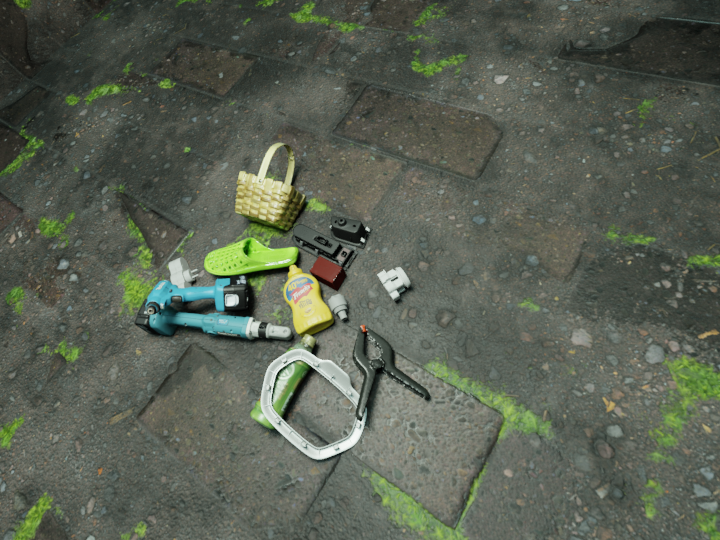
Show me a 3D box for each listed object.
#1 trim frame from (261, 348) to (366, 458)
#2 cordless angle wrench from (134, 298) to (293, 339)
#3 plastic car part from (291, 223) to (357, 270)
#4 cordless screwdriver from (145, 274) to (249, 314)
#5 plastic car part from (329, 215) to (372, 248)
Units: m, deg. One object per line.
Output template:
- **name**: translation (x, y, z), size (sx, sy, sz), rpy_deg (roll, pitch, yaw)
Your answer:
- **trim frame**: translation (-0.103, 0.288, 0.925), size (0.254, 0.027, 0.183), rpy_deg (38, 73, 10)
- **cordless angle wrench**: translation (-0.379, 0.140, 1.100), size (0.434, 0.094, 0.075), rpy_deg (4, 61, 15)
- **plastic car part**: translation (-0.113, -0.074, 1.151), size (0.213, 0.064, 0.066), rpy_deg (26, 79, 29)
- **cordless screwdriver**: translation (-0.410, 0.069, 1.074), size (0.246, 0.073, 0.164), rpy_deg (-2, 17, -8)
- **plastic car part**: translation (-0.037, -0.115, 1.143), size (0.121, 0.068, 0.066), rpy_deg (17, 67, 20)
